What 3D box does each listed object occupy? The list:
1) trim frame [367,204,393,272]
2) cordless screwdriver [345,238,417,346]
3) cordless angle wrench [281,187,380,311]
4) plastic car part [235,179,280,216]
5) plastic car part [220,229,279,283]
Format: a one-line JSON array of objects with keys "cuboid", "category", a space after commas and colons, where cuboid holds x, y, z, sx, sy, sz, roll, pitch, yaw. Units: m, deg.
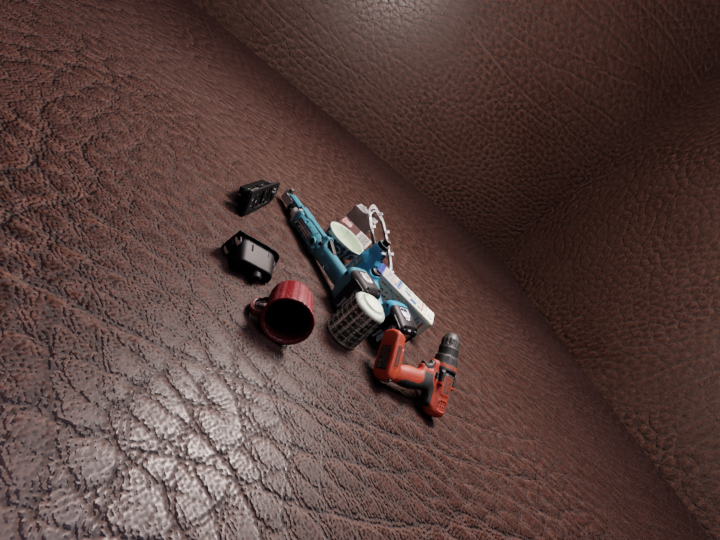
[{"cuboid": [0.066, -0.085, 1.316, 0.177, 0.028, 0.250, 1, 80, -68], "category": "trim frame"}, {"cuboid": [0.053, 0.050, 1.010, 0.070, 0.160, 0.261, 22, 32, -45], "category": "cordless screwdriver"}, {"cuboid": [-0.104, -0.068, 1.065, 0.070, 0.098, 0.445, 18, 29, -50], "category": "cordless angle wrench"}, {"cuboid": [-0.259, -0.189, 1.049, 0.068, 0.065, 0.201, 20, 21, 8], "category": "plastic car part"}, {"cuboid": [-0.207, -0.014, 0.816, 0.110, 0.067, 0.073, 33, 39, -35], "category": "plastic car part"}]
